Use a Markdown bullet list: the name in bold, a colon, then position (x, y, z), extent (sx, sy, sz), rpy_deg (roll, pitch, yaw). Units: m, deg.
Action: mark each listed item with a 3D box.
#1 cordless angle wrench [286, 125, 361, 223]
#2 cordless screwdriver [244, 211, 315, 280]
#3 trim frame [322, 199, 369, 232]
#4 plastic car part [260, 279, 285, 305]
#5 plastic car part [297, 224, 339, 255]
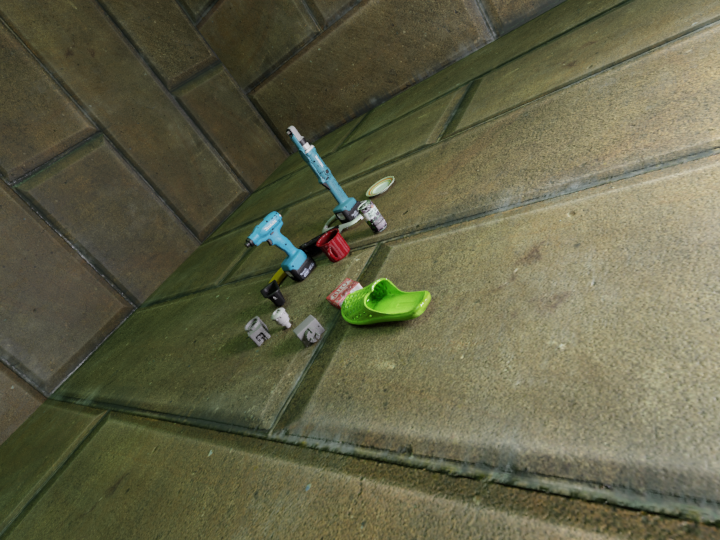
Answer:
- **cordless angle wrench**: position (-0.142, -0.363, 1.592), extent (0.077, 0.408, 0.097), rpy_deg (-10, 33, 50)
- **cordless screwdriver**: position (-0.277, -0.063, 1.454), extent (0.158, 0.240, 0.077), rpy_deg (-48, 24, -26)
- **trim frame**: position (-0.057, -0.207, 1.665), extent (0.259, 0.026, 0.183), rpy_deg (-7, 39, 48)
- **plastic car part**: position (-0.283, 0.086, 1.411), extent (0.066, 0.068, 0.121), rpy_deg (-40, 24, -8)
- **plastic car part**: position (-0.153, -0.100, 1.562), extent (0.209, 0.064, 0.067), rpy_deg (-19, 28, 34)
